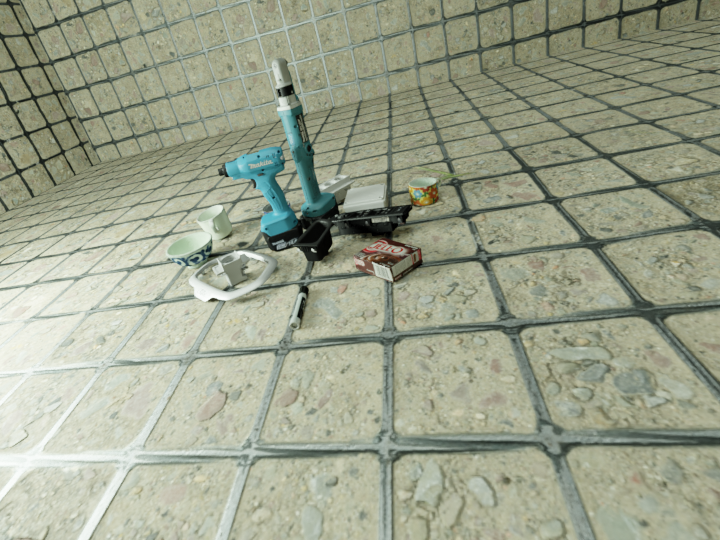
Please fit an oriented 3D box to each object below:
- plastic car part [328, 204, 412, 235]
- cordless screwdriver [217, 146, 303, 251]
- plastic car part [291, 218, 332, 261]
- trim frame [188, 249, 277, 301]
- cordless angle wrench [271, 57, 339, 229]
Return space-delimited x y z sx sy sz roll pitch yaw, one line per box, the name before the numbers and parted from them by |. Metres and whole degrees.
plastic car part | 0.021 -0.116 1.001 0.211 0.065 0.066 2 33 28
cordless screwdriver | -0.237 -0.167 1.035 0.160 0.240 0.077 -14 27 2
plastic car part | -0.094 -0.061 0.961 0.069 0.068 0.116 1 33 26
trim frame | -0.299 0.009 0.983 0.262 0.026 0.181 16 43 43
cordless angle wrench | -0.145 -0.298 1.041 0.078 0.408 0.096 7 34 35
